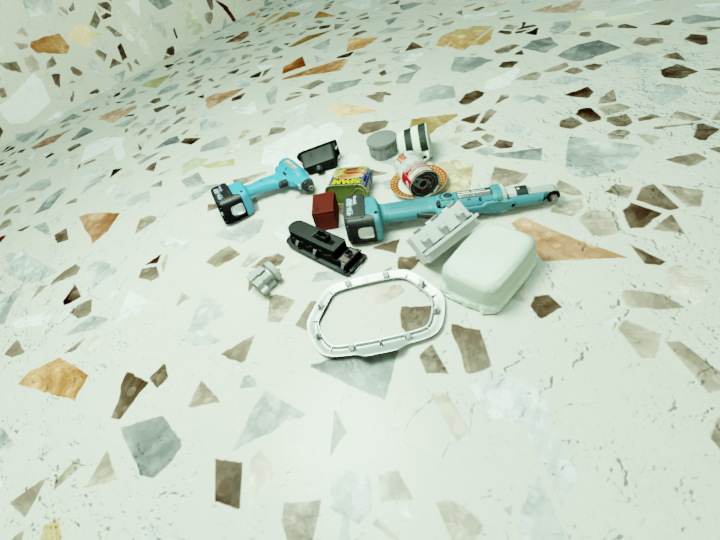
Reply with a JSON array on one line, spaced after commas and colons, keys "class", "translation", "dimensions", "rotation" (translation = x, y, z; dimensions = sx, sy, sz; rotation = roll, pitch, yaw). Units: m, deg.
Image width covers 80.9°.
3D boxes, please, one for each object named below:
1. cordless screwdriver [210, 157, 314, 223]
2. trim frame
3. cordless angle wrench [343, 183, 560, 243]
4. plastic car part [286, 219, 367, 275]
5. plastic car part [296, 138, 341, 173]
[{"class": "cordless screwdriver", "translation": [-0.248, -0.202, 1.088], "dimensions": [0.245, 0.071, 0.168], "rotation": [-29, 45, -16]}, {"class": "trim frame", "translation": [0.024, 0.072, 0.752], "dimensions": [0.251, 0.026, 0.191], "rotation": [-12, 45, 6]}, {"class": "cordless angle wrench", "translation": [0.179, -0.132, 0.870], "dimensions": [0.429, 0.071, 0.101], "rotation": [-7, 44, 10]}, {"class": "plastic car part", "translation": [-0.088, -0.057, 0.898], "dimensions": [0.215, 0.064, 0.066], "rotation": [23, 64, 38]}, {"class": "plastic car part", "translation": [-0.108, -0.294, 1.141], "dimensions": [0.117, 0.063, 0.074], "rotation": [-19, 58, 5]}]
